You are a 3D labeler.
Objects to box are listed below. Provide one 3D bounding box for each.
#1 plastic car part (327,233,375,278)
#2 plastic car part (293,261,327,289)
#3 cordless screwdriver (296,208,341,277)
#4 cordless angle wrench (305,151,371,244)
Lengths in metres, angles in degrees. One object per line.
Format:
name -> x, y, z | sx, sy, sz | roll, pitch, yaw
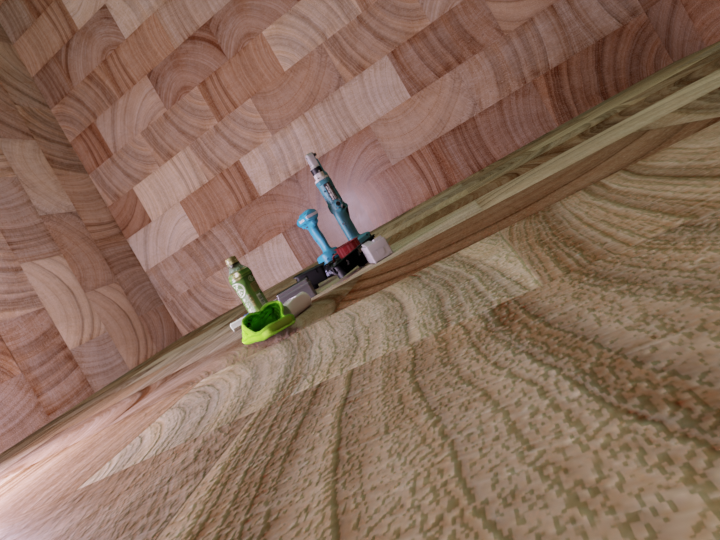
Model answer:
plastic car part -> -0.021, -0.034, 1.270 | 0.198, 0.067, 0.068 | -34, 5, -38
plastic car part -> -0.155, 0.025, 1.398 | 0.116, 0.071, 0.066 | -30, 3, 0
cordless screwdriver -> -0.149, -0.098, 1.527 | 0.073, 0.248, 0.162 | -30, 2, -24
cordless angle wrench -> -0.084, -0.234, 1.515 | 0.096, 0.422, 0.075 | -30, 1, -17
